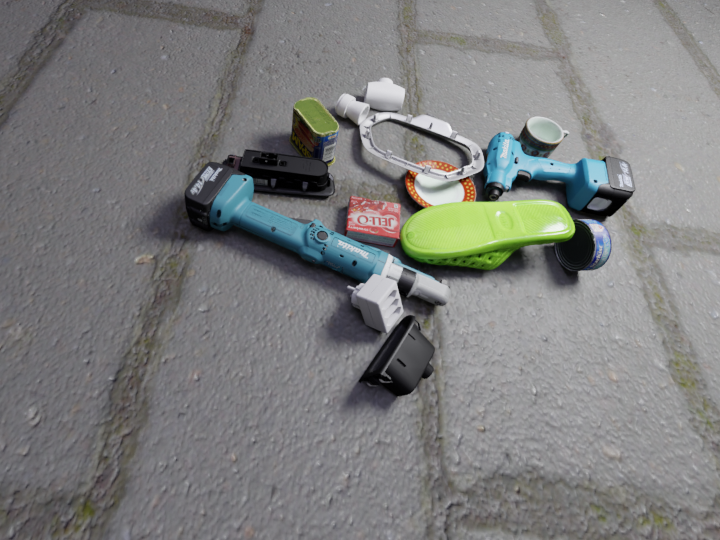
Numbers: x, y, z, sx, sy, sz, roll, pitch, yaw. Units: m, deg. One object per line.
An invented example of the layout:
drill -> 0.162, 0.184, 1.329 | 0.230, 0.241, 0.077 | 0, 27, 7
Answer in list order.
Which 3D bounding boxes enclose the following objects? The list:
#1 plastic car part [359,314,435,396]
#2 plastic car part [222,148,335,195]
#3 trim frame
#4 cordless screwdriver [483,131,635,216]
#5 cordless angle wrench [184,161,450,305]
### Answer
plastic car part -> 0.063, 0.122, 0.573 | 0.071, 0.066, 0.115 | 44, 58, 0
plastic car part -> -0.140, -0.174, 0.731 | 0.201, 0.066, 0.068 | 9, 51, -5
trim frame -> 0.115, -0.245, 0.810 | 0.256, 0.027, 0.183 | 23, 49, 15
cordless screwdriver -> 0.353, -0.163, 0.778 | 0.253, 0.072, 0.161 | 17, 58, 8
cordless angle wrench -> -0.064, -0.042, 0.652 | 0.427, 0.073, 0.098 | 24, 58, 5
